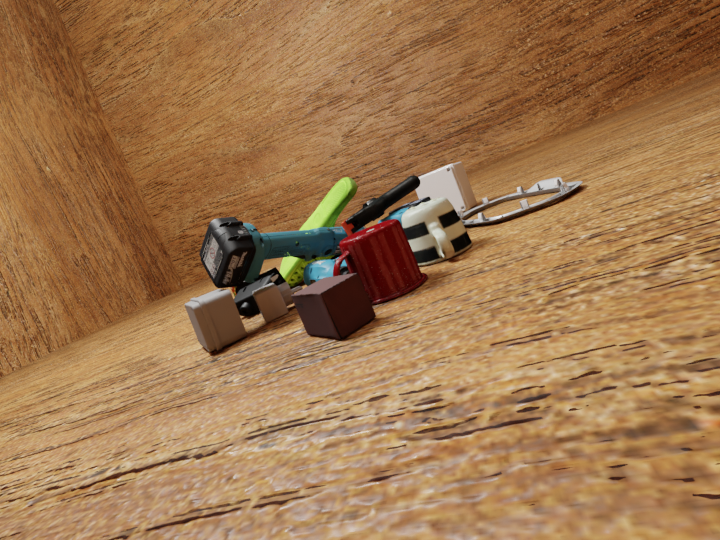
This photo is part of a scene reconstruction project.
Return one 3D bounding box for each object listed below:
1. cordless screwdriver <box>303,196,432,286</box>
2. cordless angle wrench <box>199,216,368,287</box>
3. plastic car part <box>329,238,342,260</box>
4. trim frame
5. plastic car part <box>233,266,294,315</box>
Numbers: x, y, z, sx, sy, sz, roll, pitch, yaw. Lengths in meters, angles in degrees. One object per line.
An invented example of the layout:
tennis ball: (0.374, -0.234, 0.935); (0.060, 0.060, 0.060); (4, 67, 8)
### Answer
cordless screwdriver: (0.032, -0.037, 0.689); (0.245, 0.073, 0.164); (-31, 11, -20)
cordless angle wrench: (-0.075, -0.049, 0.766); (0.405, 0.078, 0.097); (-10, -40, -44)
plastic car part: (-0.085, -0.035, 0.978); (0.066, 0.065, 0.210); (-38, 16, -30)
trim frame: (0.258, -0.119, 0.740); (0.182, 0.027, 0.253); (-24, 8, -11)
plastic car part: (-0.194, 0.053, 0.782); (0.119, 0.064, 0.071); (-23, 21, 25)
